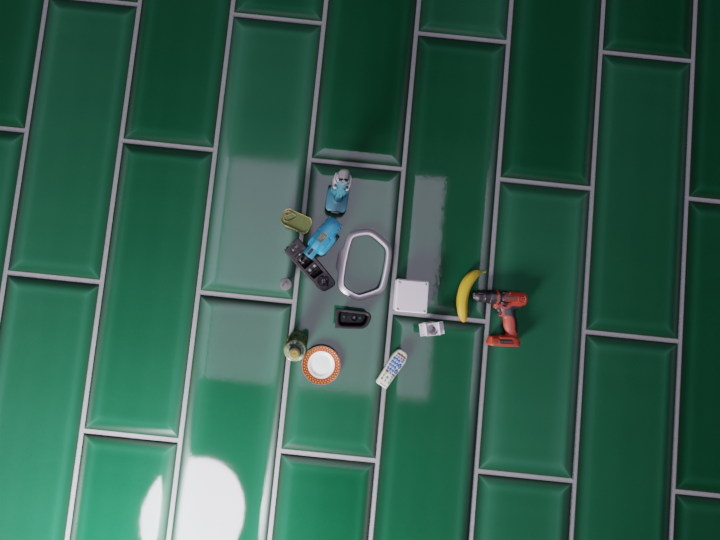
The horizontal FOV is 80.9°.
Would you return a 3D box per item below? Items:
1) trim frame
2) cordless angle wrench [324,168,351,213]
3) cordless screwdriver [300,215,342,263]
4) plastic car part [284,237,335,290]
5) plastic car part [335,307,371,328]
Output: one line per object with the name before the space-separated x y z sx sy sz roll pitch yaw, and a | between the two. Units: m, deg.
trim frame | 0.010 -0.021 1.451 0.184 0.027 0.249 10 86 0
cordless angle wrench | -0.062 -0.244 1.268 0.074 0.424 0.098 9 89 -6
cordless screwdriver | -0.131 -0.086 1.344 0.074 0.249 0.159 40 86 -4
plastic car part | -0.169 -0.014 1.430 0.066 0.067 0.204 -42 88 -4
plastic car part | -0.027 0.161 1.417 0.116 0.071 0.066 4 88 -2
